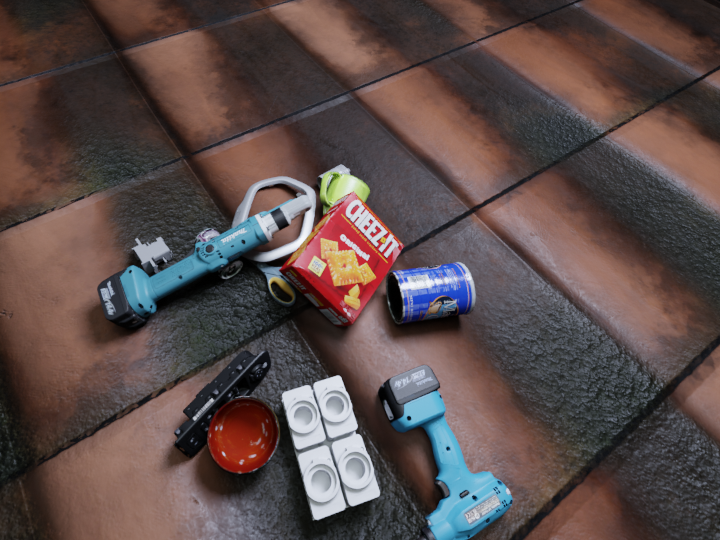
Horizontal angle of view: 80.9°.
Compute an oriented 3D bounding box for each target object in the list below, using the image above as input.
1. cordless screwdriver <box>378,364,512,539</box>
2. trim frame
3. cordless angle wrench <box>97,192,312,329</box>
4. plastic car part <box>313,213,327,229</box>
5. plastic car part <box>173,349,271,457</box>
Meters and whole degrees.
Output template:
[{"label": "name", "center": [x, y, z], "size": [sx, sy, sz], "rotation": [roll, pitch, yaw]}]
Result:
[{"label": "cordless screwdriver", "center": [0.107, 0.293, 0.681], "size": [0.156, 0.073, 0.258], "rotation": [-23, 66, -17]}, {"label": "trim frame", "center": [-0.192, -0.119, 0.930], "size": [0.186, 0.026, 0.255], "rotation": [0, 55, 6]}, {"label": "cordless angle wrench", "center": [-0.279, -0.031, 0.804], "size": [0.421, 0.072, 0.102], "rotation": [-29, 67, -5]}, {"label": "plastic car part", "center": [-0.087, -0.057, 0.888], "size": [0.063, 0.073, 0.117], "rotation": [35, 61, -28]}, {"label": "plastic car part", "center": [-0.235, 0.213, 0.723], "size": [0.071, 0.063, 0.201], "rotation": [25, 58, 39]}]
